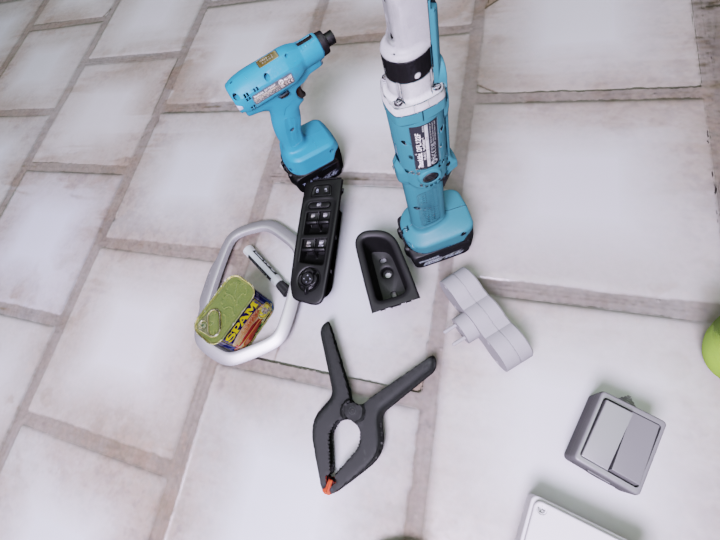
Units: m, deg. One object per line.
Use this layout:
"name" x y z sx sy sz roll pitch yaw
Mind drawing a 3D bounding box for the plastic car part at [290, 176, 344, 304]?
"plastic car part" -0.064 -0.042 0.655 0.068 0.064 0.206 1 68 16

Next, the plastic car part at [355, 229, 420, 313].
"plastic car part" 0.037 0.004 0.601 0.067 0.068 0.121 -19 63 7

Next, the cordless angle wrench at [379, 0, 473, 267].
"cordless angle wrench" 0.068 -0.120 0.454 0.099 0.404 0.077 -19 65 6

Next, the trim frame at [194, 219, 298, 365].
"trim frame" -0.179 0.028 0.682 0.190 0.026 0.252 3 68 19

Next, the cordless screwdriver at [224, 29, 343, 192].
"cordless screwdriver" -0.083 -0.235 0.649 0.159 0.238 0.077 -30 64 1
